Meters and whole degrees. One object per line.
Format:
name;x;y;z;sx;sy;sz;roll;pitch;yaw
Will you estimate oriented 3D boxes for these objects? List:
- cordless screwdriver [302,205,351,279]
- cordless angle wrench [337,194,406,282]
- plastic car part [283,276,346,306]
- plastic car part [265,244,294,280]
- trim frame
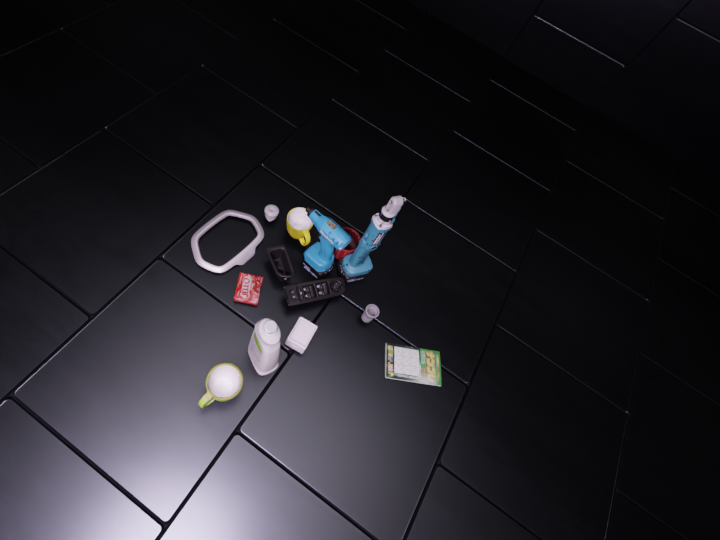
cordless screwdriver;-0.127;-0.083;1.295;0.163;0.247;0.073;45;59;9
cordless angle wrench;0.031;-0.088;1.235;0.095;0.421;0.077;-11;68;-24
plastic car part;-0.140;0.069;1.311;0.198;0.066;0.068;-12;66;-20
plastic car part;-0.252;-0.013;1.327;0.064;0.070;0.121;-14;66;-23
trim frame;-0.426;-0.097;1.358;0.188;0.027;0.246;38;59;9
